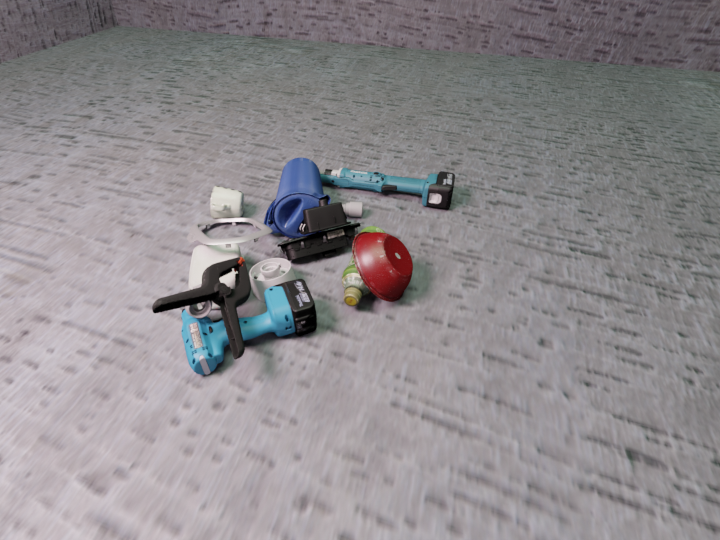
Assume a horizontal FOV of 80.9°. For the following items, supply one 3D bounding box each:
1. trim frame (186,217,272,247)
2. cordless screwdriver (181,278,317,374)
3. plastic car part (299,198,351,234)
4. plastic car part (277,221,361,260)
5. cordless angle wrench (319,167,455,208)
[{"bbox_3d":[-0.311,-0.092,0.992,0.178,0.027,0.262,-12,23,-27],"label":"trim frame"},{"bbox_3d":[-0.217,0.086,0.810,0.244,0.072,0.168,-20,44,-17],"label":"cordless screwdriver"},{"bbox_3d":[-0.087,-0.127,0.976,0.115,0.070,0.068,-17,11,-11],"label":"plastic car part"},{"bbox_3d":[-0.097,-0.063,0.991,0.198,0.067,0.068,-12,5,-17],"label":"plastic car part"},{"bbox_3d":[0.045,-0.252,1.207,0.435,0.072,0.098,10,41,15],"label":"cordless angle wrench"}]
